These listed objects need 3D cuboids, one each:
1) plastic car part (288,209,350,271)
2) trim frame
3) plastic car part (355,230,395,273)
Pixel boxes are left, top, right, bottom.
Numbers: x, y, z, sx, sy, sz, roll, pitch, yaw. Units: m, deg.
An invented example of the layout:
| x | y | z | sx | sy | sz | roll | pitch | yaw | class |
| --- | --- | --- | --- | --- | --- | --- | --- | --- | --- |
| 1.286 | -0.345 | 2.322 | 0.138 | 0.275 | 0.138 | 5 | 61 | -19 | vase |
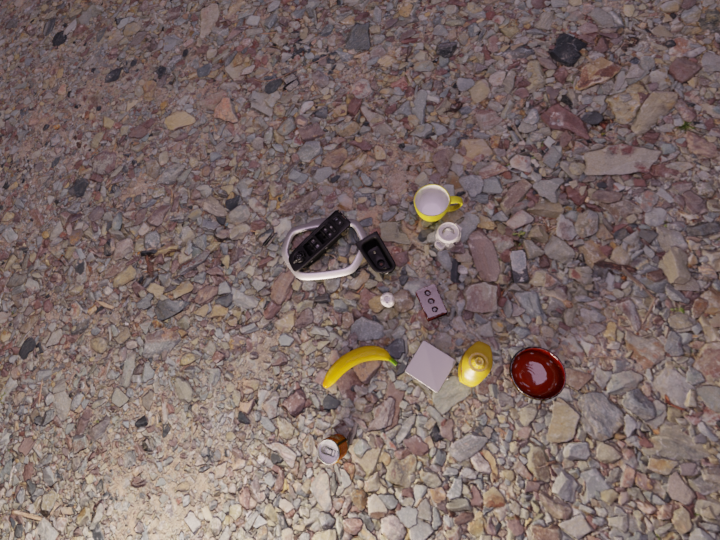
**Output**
| x | y | z | sx | sy | sz | roll | pitch | yaw | class |
| --- | --- | --- | --- | --- | --- | --- | --- | --- | --- |
| -0.114 | -0.075 | 1.170 | 0.203 | 0.064 | 0.069 | -41 | 70 | -1 | plastic car part |
| -0.101 | -0.065 | 1.184 | 0.253 | 0.026 | 0.188 | -9 | 71 | 12 | trim frame |
| 0.047 | -0.033 | 1.113 | 0.066 | 0.068 | 0.121 | -31 | 69 | 2 | plastic car part |
